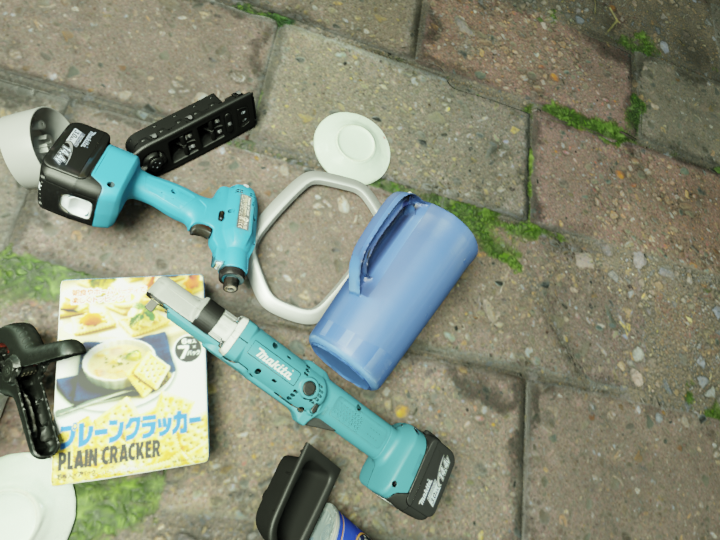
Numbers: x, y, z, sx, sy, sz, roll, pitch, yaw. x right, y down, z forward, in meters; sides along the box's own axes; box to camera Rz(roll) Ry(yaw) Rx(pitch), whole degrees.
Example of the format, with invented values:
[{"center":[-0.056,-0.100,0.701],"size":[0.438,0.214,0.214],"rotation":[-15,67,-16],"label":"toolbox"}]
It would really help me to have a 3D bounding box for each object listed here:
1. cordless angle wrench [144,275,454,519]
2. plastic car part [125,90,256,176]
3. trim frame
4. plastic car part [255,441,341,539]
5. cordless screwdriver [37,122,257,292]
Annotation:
[{"center":[-0.071,0.142,0.507],"size":[0.414,0.076,0.098],"rotation":[39,65,-11],"label":"cordless angle wrench"},{"center":[-0.244,-0.198,0.596],"size":[0.201,0.066,0.068],"rotation":[-41,82,-21],"label":"plastic car part"},{"center":[-0.061,-0.040,0.621],"size":[0.184,0.028,0.247],"rotation":[38,67,-1],"label":"trim frame"},{"center":[-0.087,0.270,0.502],"size":[0.063,0.074,0.116],"rotation":[47,56,-24],"label":"plastic car part"},{"center":[-0.243,-0.068,0.509],"size":[0.238,0.075,0.165],"rotation":[17,47,-26],"label":"cordless screwdriver"}]
